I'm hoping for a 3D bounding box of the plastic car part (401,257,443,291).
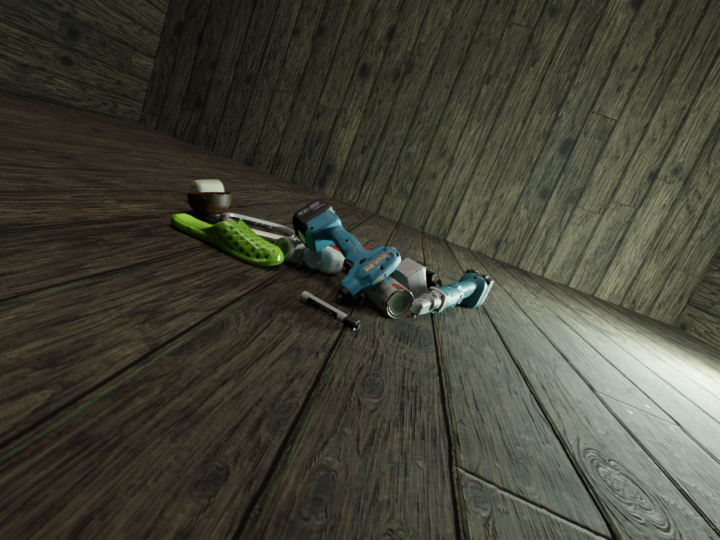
[{"bbox_3d":[0.152,0.004,1.245,0.212,0.066,0.064,23,19,24],"label":"plastic car part"}]

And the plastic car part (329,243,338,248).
[{"bbox_3d":[-0.116,-0.076,1.186,0.119,0.065,0.070,20,26,11],"label":"plastic car part"}]

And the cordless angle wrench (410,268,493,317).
[{"bbox_3d":[0.225,0.061,1.051,0.078,0.097,0.405,31,20,28],"label":"cordless angle wrench"}]

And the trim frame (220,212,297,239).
[{"bbox_3d":[-0.272,-0.117,1.181,0.237,0.027,0.194,9,17,-33],"label":"trim frame"}]

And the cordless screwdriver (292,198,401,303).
[{"bbox_3d":[-0.056,-0.043,0.903,0.262,0.157,0.071,38,-25,32],"label":"cordless screwdriver"}]
